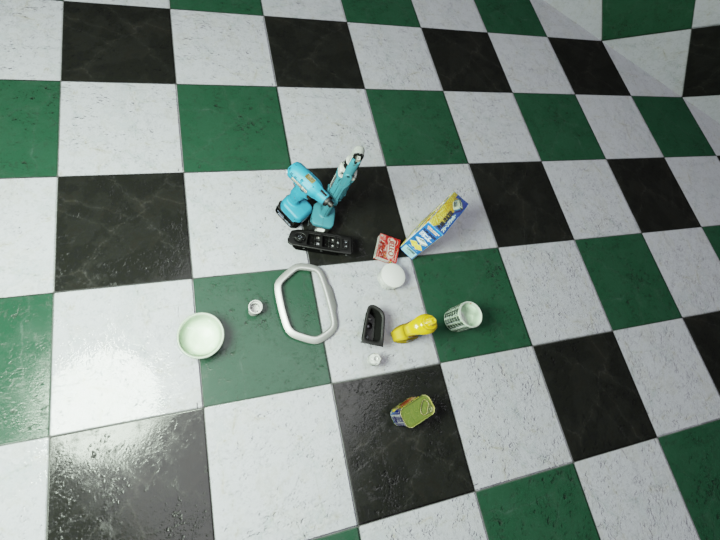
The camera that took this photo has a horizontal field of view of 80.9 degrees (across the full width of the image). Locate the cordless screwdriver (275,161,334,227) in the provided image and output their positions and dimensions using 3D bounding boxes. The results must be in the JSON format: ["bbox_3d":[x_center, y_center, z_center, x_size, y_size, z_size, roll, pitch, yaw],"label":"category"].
[{"bbox_3d":[-0.167,-0.203,1.262,0.160,0.250,0.073,45,63,2],"label":"cordless screwdriver"}]

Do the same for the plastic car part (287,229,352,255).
[{"bbox_3d":[-0.129,-0.085,1.324,0.199,0.067,0.067,10,67,-11],"label":"plastic car part"}]

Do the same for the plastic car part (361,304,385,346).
[{"bbox_3d":[0.032,0.168,1.259,0.065,0.071,0.118,13,66,-13],"label":"plastic car part"}]

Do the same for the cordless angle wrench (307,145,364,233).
[{"bbox_3d":[-0.068,-0.225,1.200,0.073,0.425,0.100,14,67,-15],"label":"cordless angle wrench"}]

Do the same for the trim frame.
[{"bbox_3d":[-0.158,0.096,1.262,0.179,0.027,0.255,-12,72,-19],"label":"trim frame"}]
